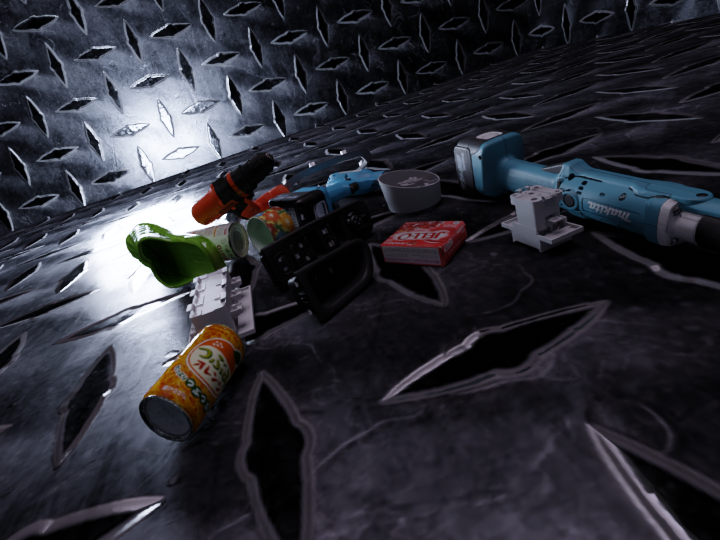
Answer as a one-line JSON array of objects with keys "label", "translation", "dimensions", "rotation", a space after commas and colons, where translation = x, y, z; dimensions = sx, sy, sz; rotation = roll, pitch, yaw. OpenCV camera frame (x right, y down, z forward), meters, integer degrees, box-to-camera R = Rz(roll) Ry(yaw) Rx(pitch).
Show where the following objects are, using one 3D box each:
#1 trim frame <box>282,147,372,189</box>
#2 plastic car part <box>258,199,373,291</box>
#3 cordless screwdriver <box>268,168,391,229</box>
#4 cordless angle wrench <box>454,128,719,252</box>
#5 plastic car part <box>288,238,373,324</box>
[{"label": "trim frame", "translation": [-0.083, -0.213, 0.958], "dimensions": [0.245, 0.028, 0.184], "rotation": [-27, -6, -14]}, {"label": "plastic car part", "translation": [-0.063, -0.041, 0.640], "dimensions": [0.199, 0.066, 0.068], "rotation": [-33, 2, -27]}, {"label": "cordless screwdriver", "translation": [-0.047, -0.143, 0.817], "dimensions": [0.167, 0.072, 0.244], "rotation": [2, 27, 36]}, {"label": "cordless angle wrench", "translation": [0.265, -0.093, 0.496], "dimensions": [0.073, 0.094, 0.443], "rotation": [-23, 29, -12]}, {"label": "plastic car part", "translation": [-0.042, 0.010, 0.524], "dimensions": [0.074, 0.065, 0.114], "rotation": [-14, 16, 47]}]
